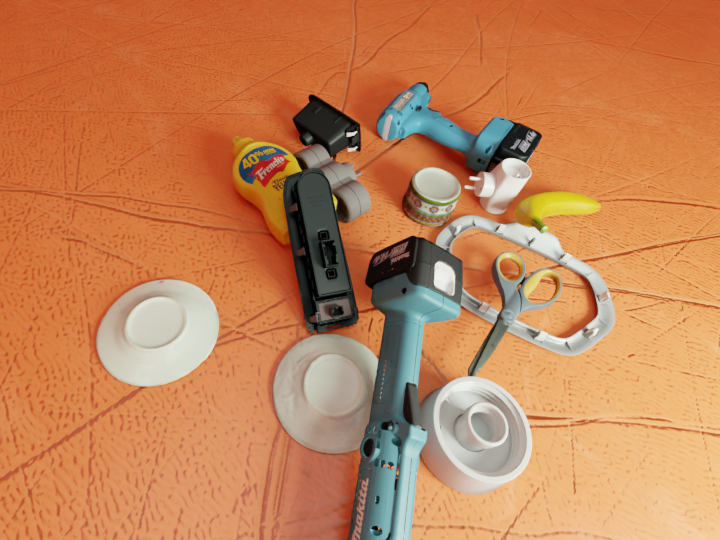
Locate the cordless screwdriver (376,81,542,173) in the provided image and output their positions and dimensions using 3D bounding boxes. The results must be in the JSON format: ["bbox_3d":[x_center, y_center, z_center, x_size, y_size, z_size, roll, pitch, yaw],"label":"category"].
[{"bbox_3d":[0.167,-0.243,0.715,0.257,0.072,0.158,27,56,15],"label":"cordless screwdriver"}]

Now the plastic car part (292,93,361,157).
[{"bbox_3d":[-0.063,-0.225,0.683,0.121,0.064,0.070,38,72,21],"label":"plastic car part"}]

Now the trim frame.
[{"bbox_3d":[0.221,0.008,0.573,0.255,0.027,0.184,25,55,12],"label":"trim frame"}]

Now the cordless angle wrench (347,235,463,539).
[{"bbox_3d":[0.029,0.169,0.393,0.071,0.101,0.430,27,58,-27],"label":"cordless angle wrench"}]

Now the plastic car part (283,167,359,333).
[{"bbox_3d":[-0.049,-0.032,0.502,0.065,0.067,0.206,-11,78,-10],"label":"plastic car part"}]
